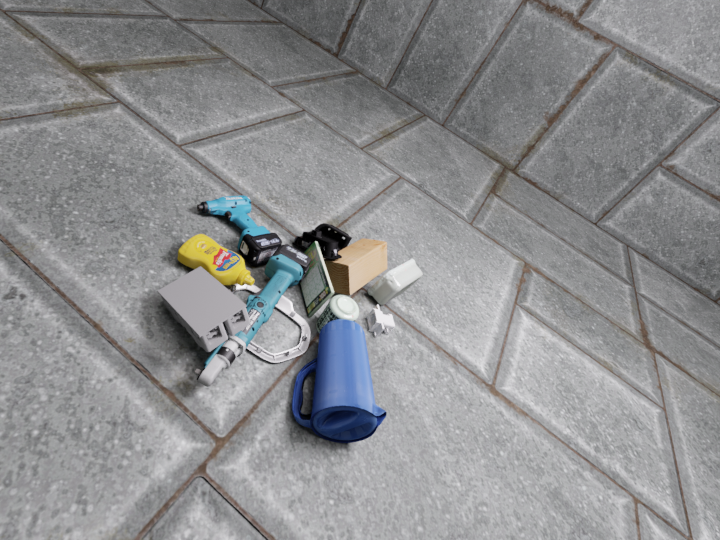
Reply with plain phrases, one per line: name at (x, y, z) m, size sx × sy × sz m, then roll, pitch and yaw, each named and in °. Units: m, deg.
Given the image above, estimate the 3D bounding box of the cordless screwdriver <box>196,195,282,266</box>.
cordless screwdriver at (-0.335, -0.119, 1.165) m, size 0.153 × 0.074 × 0.261 m, roll -11°, pitch 49°, yaw -40°

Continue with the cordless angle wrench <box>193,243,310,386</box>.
cordless angle wrench at (-0.234, 0.091, 0.954) m, size 0.098 × 0.074 × 0.424 m, roll 28°, pitch 40°, yaw -1°

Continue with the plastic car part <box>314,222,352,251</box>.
plastic car part at (-0.082, -0.113, 1.335) m, size 0.119 × 0.066 × 0.069 m, roll 34°, pitch 22°, yaw 10°

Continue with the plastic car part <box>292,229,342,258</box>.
plastic car part at (-0.116, -0.076, 1.187) m, size 0.063 × 0.066 × 0.214 m, roll 6°, pitch 15°, yaw -36°

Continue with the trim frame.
trim frame at (-0.229, 0.115, 0.999) m, size 0.252 × 0.027 × 0.183 m, roll 31°, pitch 36°, yaw 6°
